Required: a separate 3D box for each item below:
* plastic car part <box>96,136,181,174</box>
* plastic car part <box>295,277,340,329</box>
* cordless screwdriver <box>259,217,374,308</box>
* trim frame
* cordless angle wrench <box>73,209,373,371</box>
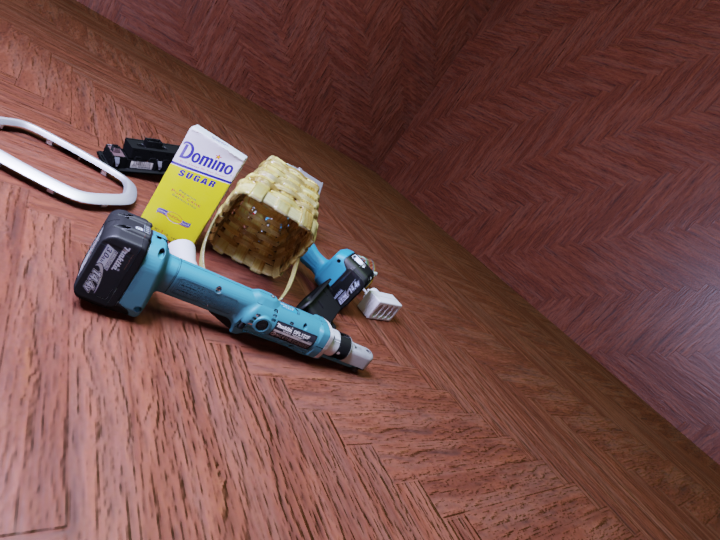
[{"bbox_3d":[-0.396,-0.224,0.827,0.070,0.067,0.193,39,24,32],"label":"plastic car part"},{"bbox_3d":[-0.068,0.071,0.706,0.070,0.067,0.116,48,19,-7],"label":"plastic car part"},{"bbox_3d":[-0.081,-0.053,0.833,0.254,0.159,0.073,40,18,10],"label":"cordless screwdriver"},{"bbox_3d":[-0.467,-0.167,0.653,0.242,0.027,0.189,28,19,-15],"label":"trim frame"},{"bbox_3d":[-0.137,0.057,0.558,0.402,0.098,0.078,28,15,-31],"label":"cordless angle wrench"}]
